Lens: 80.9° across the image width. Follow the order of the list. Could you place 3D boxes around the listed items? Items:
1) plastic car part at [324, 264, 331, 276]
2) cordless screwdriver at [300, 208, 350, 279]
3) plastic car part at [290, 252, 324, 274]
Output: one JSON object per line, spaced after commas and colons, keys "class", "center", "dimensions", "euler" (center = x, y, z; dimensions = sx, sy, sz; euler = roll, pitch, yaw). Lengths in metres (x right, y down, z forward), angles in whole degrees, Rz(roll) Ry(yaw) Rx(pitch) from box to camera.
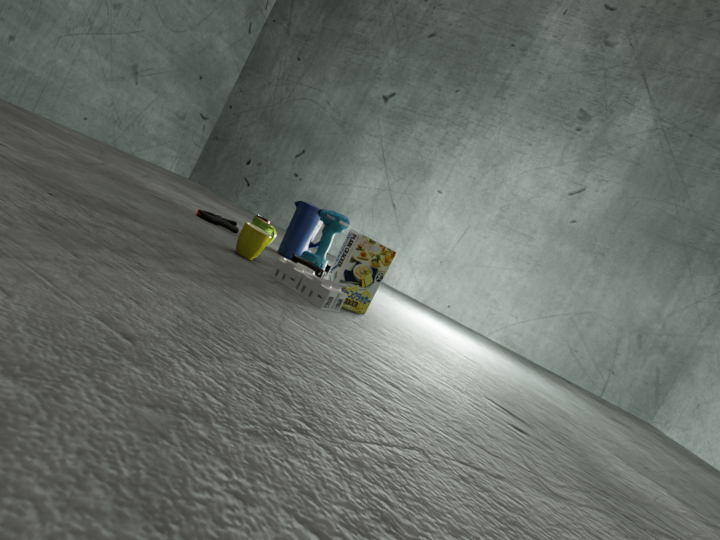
{"class": "plastic car part", "center": [-0.118, 0.010, 1.652], "dimensions": [0.215, 0.067, 0.062], "euler": [30, 4, 41]}
{"class": "cordless screwdriver", "center": [-0.144, -0.094, 1.468], "dimensions": [0.070, 0.248, 0.168], "euler": [25, 4, -42]}
{"class": "plastic car part", "center": [-0.182, -0.003, 1.302], "dimensions": [0.110, 0.071, 0.070], "euler": [24, 4, -43]}
